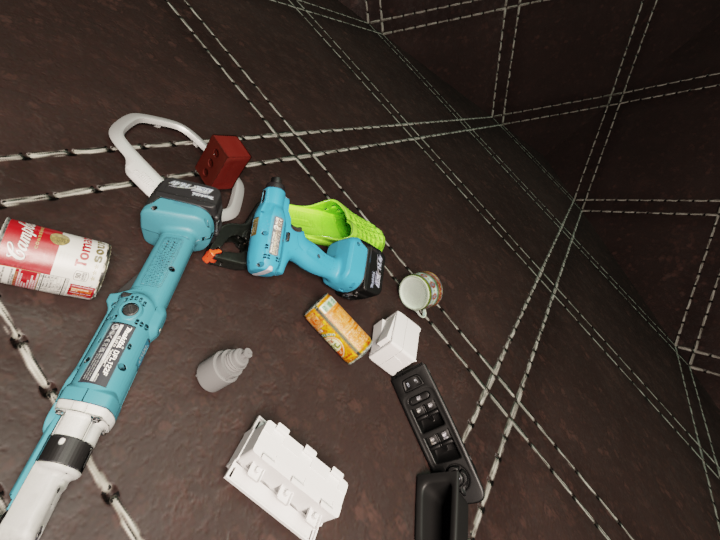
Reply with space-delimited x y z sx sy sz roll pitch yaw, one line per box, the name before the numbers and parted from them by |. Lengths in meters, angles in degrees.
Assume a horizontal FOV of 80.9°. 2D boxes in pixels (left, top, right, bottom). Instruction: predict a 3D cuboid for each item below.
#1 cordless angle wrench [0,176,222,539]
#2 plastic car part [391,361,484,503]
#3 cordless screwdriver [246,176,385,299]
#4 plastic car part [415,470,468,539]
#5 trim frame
cordless angle wrench | -0.255 0.056 0.471 0.097 0.073 0.434 11 47 -7
plastic car part | 0.122 0.254 0.661 0.063 0.067 0.212 40 23 -57
cordless screwdriver | -0.069 -0.045 0.704 0.236 0.077 0.162 20 65 -37
plastic car part | 0.117 0.344 0.564 0.068 0.068 0.118 45 35 -27
trim frame | -0.300 -0.174 0.707 0.248 0.028 0.182 45 34 -2
